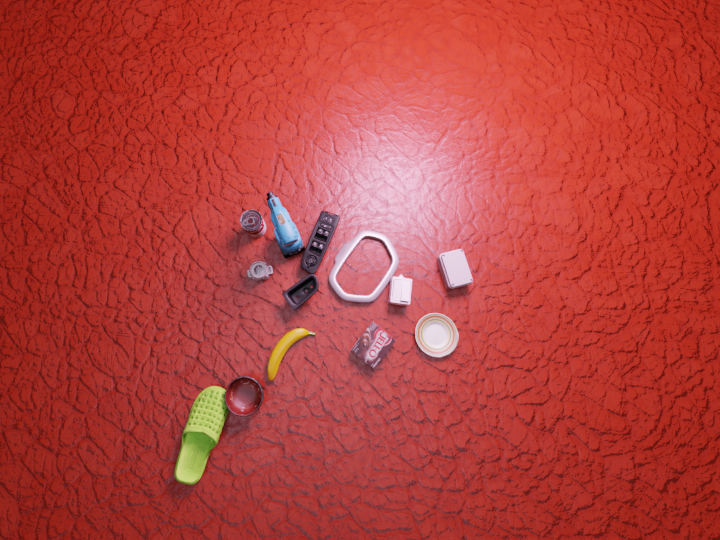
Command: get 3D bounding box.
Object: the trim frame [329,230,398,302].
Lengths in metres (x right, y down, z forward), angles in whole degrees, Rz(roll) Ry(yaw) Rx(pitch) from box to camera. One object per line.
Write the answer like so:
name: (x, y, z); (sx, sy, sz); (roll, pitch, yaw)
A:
trim frame: (0.010, -0.013, 1.344); (0.187, 0.027, 0.248); (33, 80, 8)

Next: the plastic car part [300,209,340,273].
plastic car part: (-0.131, -0.086, 1.343); (0.067, 0.066, 0.204); (22, 79, 3)

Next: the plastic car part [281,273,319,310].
plastic car part: (-0.176, 0.065, 1.308); (0.116, 0.070, 0.067); (-38, 83, -7)

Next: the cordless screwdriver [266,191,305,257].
cordless screwdriver: (-0.229, -0.130, 1.263); (0.074, 0.246, 0.162); (-23, 82, -7)
